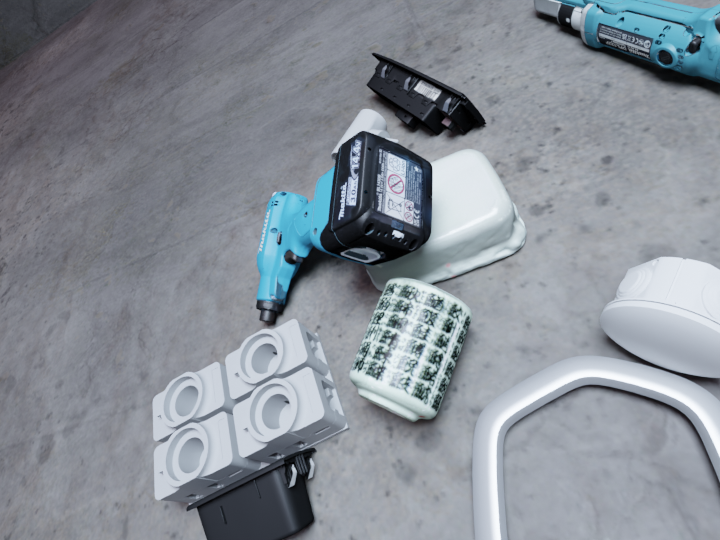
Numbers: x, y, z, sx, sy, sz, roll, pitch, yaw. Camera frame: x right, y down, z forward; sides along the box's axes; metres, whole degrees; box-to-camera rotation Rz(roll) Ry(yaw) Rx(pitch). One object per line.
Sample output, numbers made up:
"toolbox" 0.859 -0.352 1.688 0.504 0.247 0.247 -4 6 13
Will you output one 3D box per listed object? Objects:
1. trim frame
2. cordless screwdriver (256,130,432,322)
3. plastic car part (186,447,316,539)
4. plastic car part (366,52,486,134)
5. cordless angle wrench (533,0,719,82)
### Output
"trim frame" 0.168 0.177 0.266 0.190 0.026 0.254 -10 55 24
"cordless screwdriver" -0.042 -0.027 0.430 0.258 0.071 0.161 -13 64 55
"plastic car part" -0.088 0.214 0.369 0.117 0.063 0.074 -34 65 10
"plastic car part" 0.071 -0.231 0.562 0.067 0.063 0.214 -54 47 23
"cordless angle wrench" 0.316 -0.220 0.403 0.075 0.092 0.445 -35 46 4
